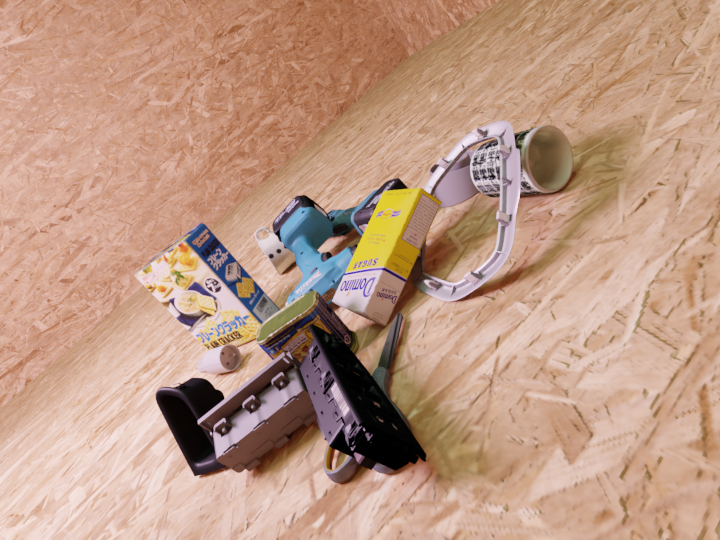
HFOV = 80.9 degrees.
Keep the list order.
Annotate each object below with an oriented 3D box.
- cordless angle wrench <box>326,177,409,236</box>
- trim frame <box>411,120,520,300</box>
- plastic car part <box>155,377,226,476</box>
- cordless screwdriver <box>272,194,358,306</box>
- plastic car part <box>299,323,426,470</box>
[{"bbox_3d":[-0.048,-0.098,0.872,0.097,0.072,0.440,-49,22,-22],"label":"cordless angle wrench"},{"bbox_3d":[0.124,-0.078,0.522,0.189,0.026,0.252,-28,42,52],"label":"trim frame"},{"bbox_3d":[-0.197,0.183,0.534,0.067,0.117,0.069,-29,-3,25],"label":"plastic car part"},{"bbox_3d":[-0.071,-0.046,0.723,0.160,0.070,0.260,-43,37,16],"label":"cordless screwdriver"},{"bbox_3d":[-0.016,0.116,0.401,0.067,0.064,0.211,-62,23,9],"label":"plastic car part"}]
